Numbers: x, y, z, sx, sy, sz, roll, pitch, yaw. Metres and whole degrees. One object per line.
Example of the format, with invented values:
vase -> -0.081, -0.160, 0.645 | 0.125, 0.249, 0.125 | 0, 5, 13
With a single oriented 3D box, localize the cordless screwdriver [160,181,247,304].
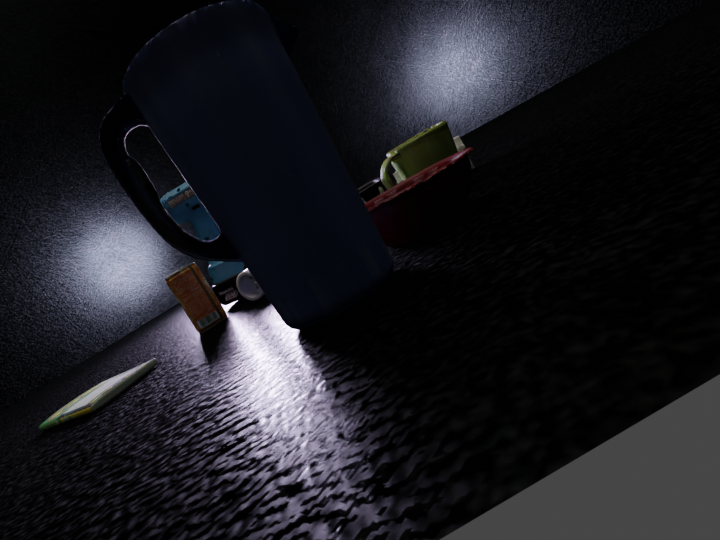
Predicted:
cordless screwdriver -> -0.264, -0.069, 0.821 | 0.160, 0.246, 0.075 | -30, 5, 5

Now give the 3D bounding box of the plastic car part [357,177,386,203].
plastic car part -> 0.027, -0.126, 0.767 | 0.066, 0.070, 0.117 | -30, 9, 6
